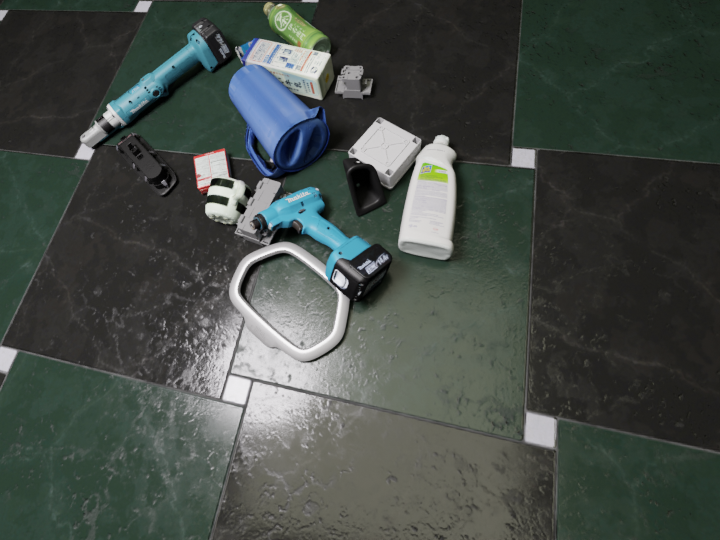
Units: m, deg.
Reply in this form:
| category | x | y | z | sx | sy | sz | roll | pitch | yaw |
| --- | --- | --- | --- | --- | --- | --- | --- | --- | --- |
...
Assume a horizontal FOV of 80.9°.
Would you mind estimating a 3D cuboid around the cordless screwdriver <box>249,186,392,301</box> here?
| category | x | y | z | sx | sy | sz | roll | pitch | yaw |
| --- | --- | --- | --- | --- | --- | --- | --- | --- | --- |
| cordless screwdriver | -0.075 | -0.049 | 0.772 | 0.155 | 0.073 | 0.259 | -30 | 62 | -34 |

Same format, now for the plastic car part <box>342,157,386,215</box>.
| category | x | y | z | sx | sy | sz | roll | pitch | yaw |
| --- | --- | --- | --- | --- | --- | --- | --- | --- | --- |
| plastic car part | -0.002 | -0.177 | 0.826 | 0.066 | 0.111 | 0.075 | -27 | 45 | -5 |

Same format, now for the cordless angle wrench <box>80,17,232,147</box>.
| category | x | y | z | sx | sy | sz | roll | pitch | yaw |
| --- | --- | --- | --- | --- | --- | --- | --- | --- | --- |
| cordless angle wrench | -0.505 | -0.443 | 1.027 | 0.422 | 0.094 | 0.078 | -41 | 67 | -5 |

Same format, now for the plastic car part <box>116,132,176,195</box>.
| category | x | y | z | sx | sy | sz | roll | pitch | yaw |
| --- | --- | --- | --- | --- | --- | --- | --- | --- | --- |
| plastic car part | -0.492 | -0.252 | 0.962 | 0.066 | 0.065 | 0.210 | -40 | 70 | -16 |

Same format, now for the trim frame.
| category | x | y | z | sx | sy | sz | roll | pitch | yaw |
| --- | --- | --- | --- | --- | --- | --- | --- | --- | --- |
| trim frame | -0.134 | 0.053 | 0.788 | 0.257 | 0.027 | 0.183 | 37 | 79 | 17 |
